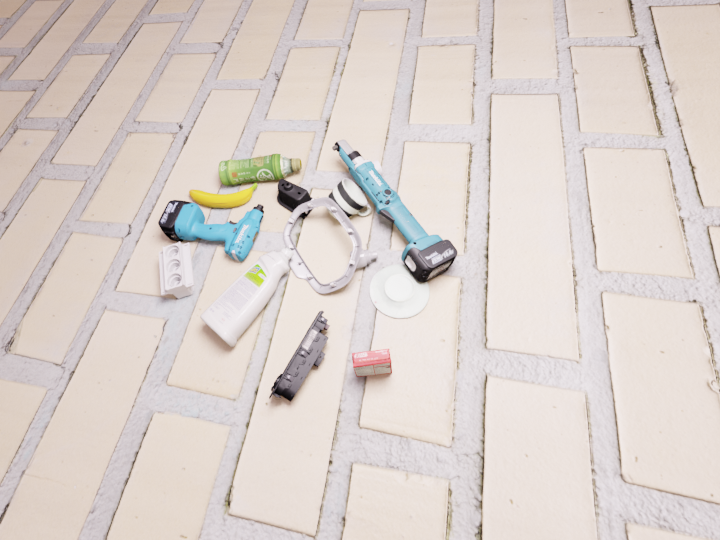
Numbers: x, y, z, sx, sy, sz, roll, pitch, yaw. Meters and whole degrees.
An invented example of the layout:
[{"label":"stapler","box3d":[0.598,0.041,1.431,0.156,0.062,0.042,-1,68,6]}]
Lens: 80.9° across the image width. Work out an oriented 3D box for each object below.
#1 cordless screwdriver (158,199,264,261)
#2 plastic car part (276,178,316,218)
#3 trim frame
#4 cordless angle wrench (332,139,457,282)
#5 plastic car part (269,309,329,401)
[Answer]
[{"label":"cordless screwdriver","box3d":[-0.376,-0.126,1.086,0.255,0.072,0.161,15,64,13]},{"label":"plastic car part","box3d":[-0.175,-0.197,1.089,0.121,0.068,0.066,32,68,20]},{"label":"trim frame","box3d":[-0.097,-0.063,0.991,0.185,0.026,0.260,-44,61,17]},{"label":"cordless angle wrench","box3d":[0.059,-0.167,0.999,0.096,0.073,0.441,-25,64,-19]},{"label":"plastic car part","box3d":[-0.118,0.184,0.874,0.067,0.067,0.202,36,69,-4]}]
